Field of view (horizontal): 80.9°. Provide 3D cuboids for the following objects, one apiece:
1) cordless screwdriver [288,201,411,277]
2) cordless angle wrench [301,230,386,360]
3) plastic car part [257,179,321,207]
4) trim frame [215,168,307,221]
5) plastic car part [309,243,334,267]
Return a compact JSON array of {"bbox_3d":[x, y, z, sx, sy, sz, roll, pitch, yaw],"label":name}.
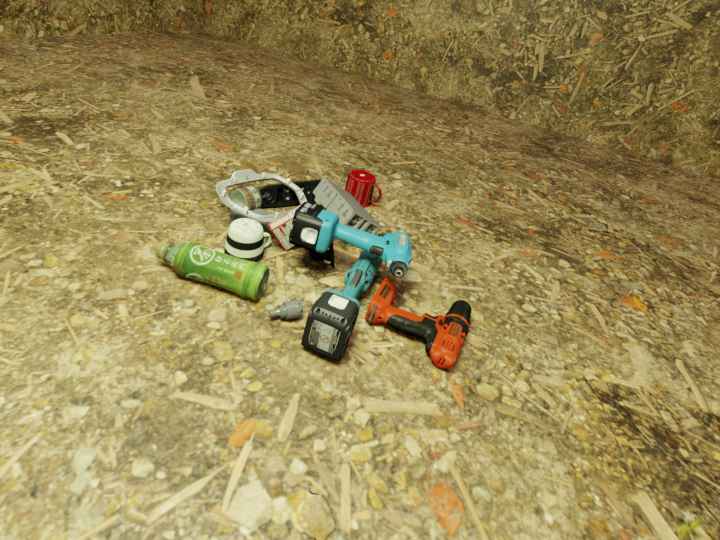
[{"bbox_3d":[-0.019,-0.057,0.849,0.250,0.073,0.161,15,26,2],"label":"cordless screwdriver"},{"bbox_3d":[-0.003,0.017,0.873,0.076,0.096,0.421,20,31,7],"label":"cordless angle wrench"},{"bbox_3d":[-0.201,-0.213,1.152,0.196,0.065,0.071,-15,34,-34],"label":"plastic car part"},{"bbox_3d":[-0.230,-0.185,1.020,0.192,0.027,0.241,40,38,20],"label":"trim frame"},{"bbox_3d":[-0.096,-0.063,0.980,0.071,0.064,0.121,-6,34,-4],"label":"plastic car part"}]
